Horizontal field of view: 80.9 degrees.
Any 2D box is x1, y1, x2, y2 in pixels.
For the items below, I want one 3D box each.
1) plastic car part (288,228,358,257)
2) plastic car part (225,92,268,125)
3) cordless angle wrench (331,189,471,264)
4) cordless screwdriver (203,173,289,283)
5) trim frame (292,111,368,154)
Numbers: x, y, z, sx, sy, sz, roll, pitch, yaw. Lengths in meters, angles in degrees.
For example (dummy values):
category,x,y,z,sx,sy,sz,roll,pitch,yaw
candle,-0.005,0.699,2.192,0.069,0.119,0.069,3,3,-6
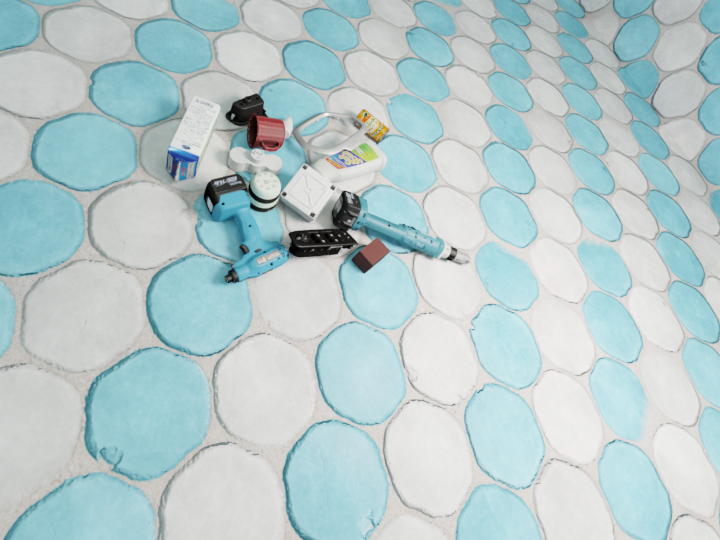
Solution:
category,x,y,z,sx,sy,sz,roll,pitch,yaw
plastic car part,-0.101,-0.066,1.032,0.193,0.067,0.069,-3,50,-49
plastic car part,-0.313,-0.456,1.179,0.114,0.071,0.067,-35,81,-37
cordless angle wrench,0.126,-0.096,1.151,0.410,0.074,0.101,20,31,-16
cordless screwdriver,-0.291,-0.095,0.985,0.155,0.075,0.253,-27,79,-32
trim frame,-0.086,-0.402,1.233,0.191,0.027,0.245,28,48,20
